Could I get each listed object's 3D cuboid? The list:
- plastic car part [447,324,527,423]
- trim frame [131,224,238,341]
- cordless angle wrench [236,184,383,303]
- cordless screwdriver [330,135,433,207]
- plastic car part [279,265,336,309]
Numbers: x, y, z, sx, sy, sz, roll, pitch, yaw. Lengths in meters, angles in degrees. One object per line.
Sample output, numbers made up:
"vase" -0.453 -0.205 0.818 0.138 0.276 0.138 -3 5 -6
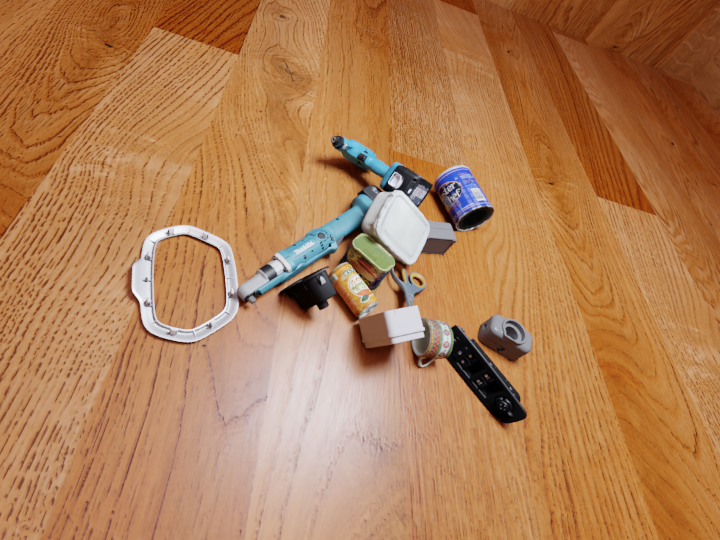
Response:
"plastic car part" 0.241 0.202 0.832 0.064 0.067 0.211 1 48 -55
"trim frame" -0.319 0.014 0.776 0.178 0.027 0.258 -2 57 -21
"cordless angle wrench" -0.087 -0.057 0.894 0.101 0.074 0.414 44 54 13
"cordless screwdriver" 0.042 -0.245 1.009 0.151 0.074 0.263 15 22 -51
"plastic car part" -0.089 0.041 0.797 0.064 0.120 0.070 -33 98 -38
